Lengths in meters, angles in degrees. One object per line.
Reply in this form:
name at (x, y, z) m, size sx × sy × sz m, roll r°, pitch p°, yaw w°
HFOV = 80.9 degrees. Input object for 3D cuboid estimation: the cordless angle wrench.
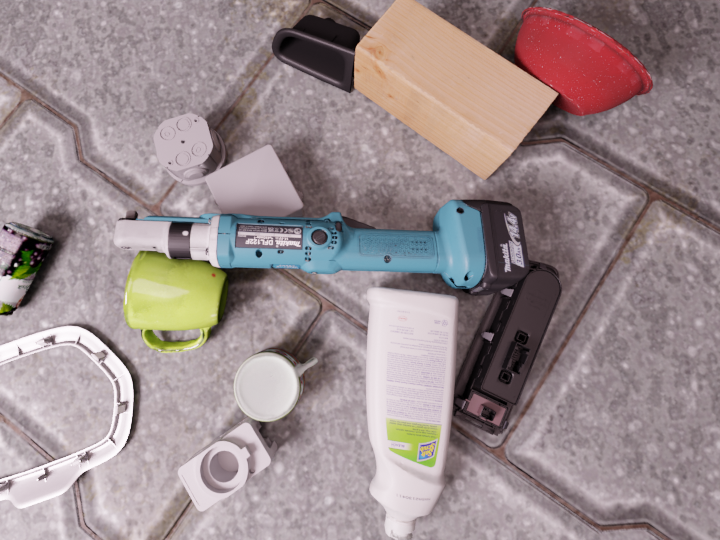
cordless angle wrench at (-0.044, -0.029, 0.452) m, size 0.420 × 0.073 × 0.100 m, roll 2°, pitch 72°, yaw -5°

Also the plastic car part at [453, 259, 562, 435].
plastic car part at (0.166, 0.076, 0.465) m, size 0.068 × 0.065 × 0.203 m, roll 23°, pitch 80°, yaw 11°

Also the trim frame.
trim frame at (-0.386, 0.171, 0.493) m, size 0.248 × 0.027 × 0.187 m, roll -19°, pitch 81°, yaw -2°

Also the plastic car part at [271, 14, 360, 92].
plastic car part at (-0.048, -0.292, 0.543) m, size 0.119 × 0.065 × 0.071 m, roll 29°, pitch 68°, yaw 9°
